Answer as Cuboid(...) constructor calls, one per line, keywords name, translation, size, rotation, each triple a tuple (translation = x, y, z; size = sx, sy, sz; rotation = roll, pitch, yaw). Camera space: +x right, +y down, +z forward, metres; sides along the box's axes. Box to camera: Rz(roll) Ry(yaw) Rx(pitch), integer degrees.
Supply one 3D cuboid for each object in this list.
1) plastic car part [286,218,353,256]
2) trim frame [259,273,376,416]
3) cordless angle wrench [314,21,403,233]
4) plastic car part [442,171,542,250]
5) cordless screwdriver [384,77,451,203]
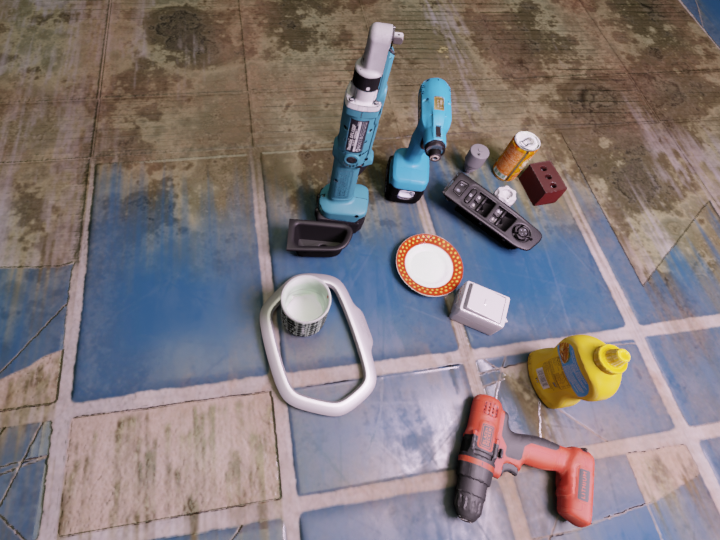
Cuboid(name="plastic car part", translation=(-0.076, -0.050, 0.782), size=(0.116, 0.070, 0.067), rotation=(5, 64, -4))
Cuboid(name="trim frame", translation=(-0.070, 0.119, 0.721), size=(0.181, 0.027, 0.257), rotation=(-16, 66, -13))
Cuboid(name="cordless angle wrench", translation=(-0.011, -0.193, 0.666), size=(0.097, 0.417, 0.076), rotation=(9, 65, -6))
Cuboid(name="plastic car part", translation=(0.254, -0.105, 0.839), size=(0.208, 0.066, 0.066), rotation=(37, 66, 13))
Cuboid(name="cordless screwdriver", translation=(0.105, -0.205, 0.778), size=(0.074, 0.245, 0.162), rotation=(8, 64, -6))
